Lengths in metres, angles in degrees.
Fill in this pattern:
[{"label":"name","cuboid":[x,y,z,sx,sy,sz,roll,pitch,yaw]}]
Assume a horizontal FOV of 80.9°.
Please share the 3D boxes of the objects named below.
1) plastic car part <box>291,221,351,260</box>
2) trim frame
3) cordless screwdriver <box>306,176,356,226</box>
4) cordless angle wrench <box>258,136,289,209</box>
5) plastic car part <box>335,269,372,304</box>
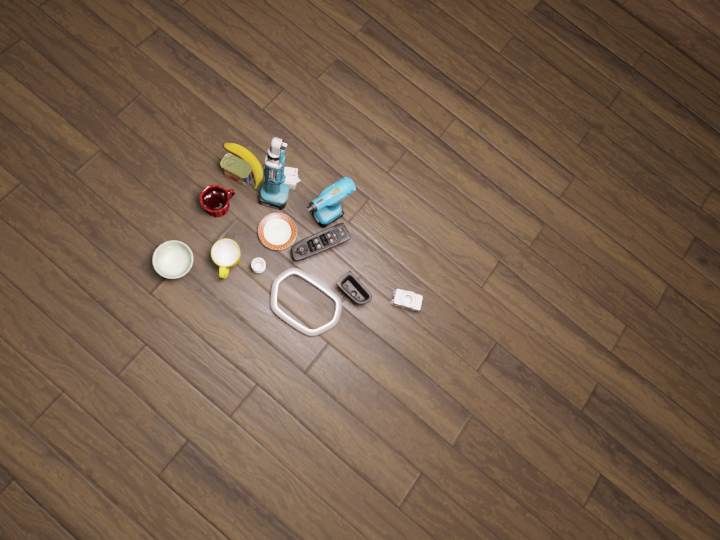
[{"label":"plastic car part","cuboid":[-0.137,-0.090,1.405,0.200,0.067,0.067,-24,83,-12]},{"label":"trim frame","cuboid":[-0.177,0.100,1.374,0.249,0.027,0.184,33,75,2]},{"label":"cordless screwdriver","cuboid":[-0.110,-0.201,1.341,0.157,0.249,0.075,-34,88,-15]},{"label":"cordless angle wrench","cuboid":[-0.255,-0.286,1.254,0.097,0.424,0.075,16,77,-9]},{"label":"plastic car part","cuboid":[-0.023,0.067,1.379,0.065,0.071,0.117,-43,86,-15]}]
